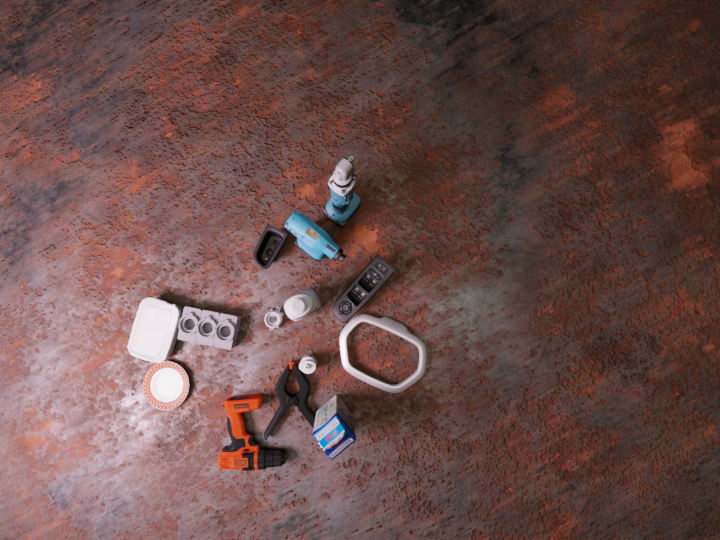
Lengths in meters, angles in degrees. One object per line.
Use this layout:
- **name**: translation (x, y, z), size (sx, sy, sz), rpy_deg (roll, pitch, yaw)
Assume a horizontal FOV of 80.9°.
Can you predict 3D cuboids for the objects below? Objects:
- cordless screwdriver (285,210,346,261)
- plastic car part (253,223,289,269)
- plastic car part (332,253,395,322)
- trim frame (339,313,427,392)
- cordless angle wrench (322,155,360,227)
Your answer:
- **cordless screwdriver**: translation (-0.105, -0.069, 1.077), size (0.160, 0.247, 0.074), rpy_deg (38, 86, 1)
- **plastic car part**: translation (-0.251, -0.060, 1.171), size (0.066, 0.070, 0.116), rpy_deg (26, 86, 2)
- **plastic car part**: translation (0.003, 0.052, 1.149), size (0.067, 0.066, 0.203), rpy_deg (42, 87, 3)
- **trim frame**: translation (0.060, 0.221, 1.147), size (0.251, 0.027, 0.184), rpy_deg (23, 85, 5)
- **cordless angle wrench**: translation (-0.043, -0.184, 1.001), size (0.075, 0.421, 0.098), rpy_deg (40, 86, 0)
